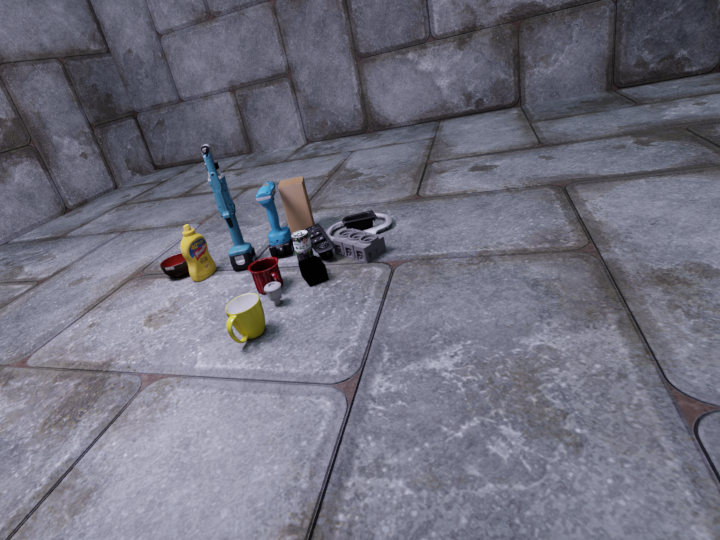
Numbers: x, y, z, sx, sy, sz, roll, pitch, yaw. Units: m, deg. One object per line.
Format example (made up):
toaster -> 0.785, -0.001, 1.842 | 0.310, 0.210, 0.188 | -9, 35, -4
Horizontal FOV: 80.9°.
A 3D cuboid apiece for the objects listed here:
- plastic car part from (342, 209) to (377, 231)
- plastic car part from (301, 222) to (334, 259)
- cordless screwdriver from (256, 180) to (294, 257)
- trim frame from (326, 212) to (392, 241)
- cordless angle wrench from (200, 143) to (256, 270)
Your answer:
plastic car part -> -0.003, -0.157, 1.453 | 0.116, 0.069, 0.068 | -16, 26, -4
plastic car part -> -0.136, -0.089, 1.394 | 0.065, 0.065, 0.212 | -19, 27, -12
cordless screwdriver -> -0.290, -0.179, 1.446 | 0.075, 0.241, 0.163 | -11, 25, 4
trim frame -> -0.009, -0.152, 1.492 | 0.246, 0.026, 0.192 | -19, 28, -9
cordless angle wrench -> -0.436, -0.202, 1.375 | 0.075, 0.410, 0.101 | -12, 24, 1
